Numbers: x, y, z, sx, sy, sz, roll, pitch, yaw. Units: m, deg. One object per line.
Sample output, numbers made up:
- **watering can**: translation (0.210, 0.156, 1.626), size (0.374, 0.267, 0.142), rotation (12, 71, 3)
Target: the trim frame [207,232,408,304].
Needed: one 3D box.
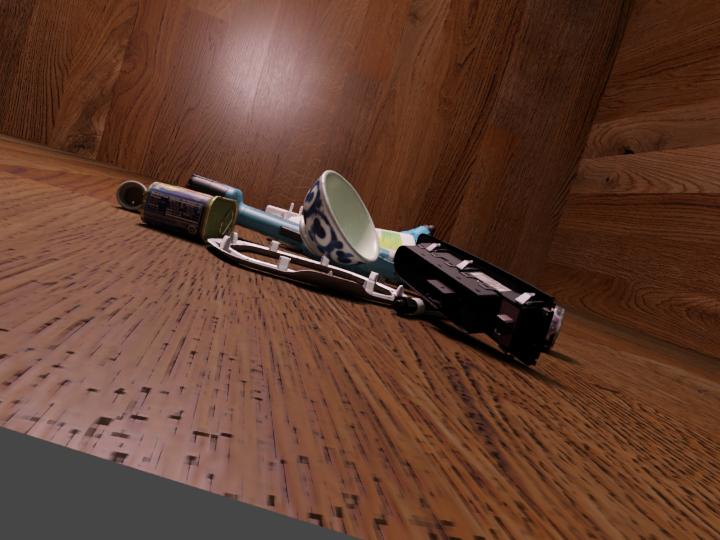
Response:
- **trim frame**: translation (-0.056, -0.004, 0.500), size (0.241, 0.027, 0.190), rotation (18, 6, -17)

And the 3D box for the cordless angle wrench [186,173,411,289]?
- **cordless angle wrench**: translation (-0.063, -0.042, 0.649), size (0.425, 0.074, 0.098), rotation (20, 5, 2)

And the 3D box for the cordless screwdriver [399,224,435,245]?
- **cordless screwdriver**: translation (0.025, -0.078, 0.913), size (0.156, 0.072, 0.263), rotation (-30, 32, -26)

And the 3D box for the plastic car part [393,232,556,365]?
- **plastic car part**: translation (0.093, 0.017, 0.434), size (0.065, 0.065, 0.212), rotation (-6, 24, -18)
